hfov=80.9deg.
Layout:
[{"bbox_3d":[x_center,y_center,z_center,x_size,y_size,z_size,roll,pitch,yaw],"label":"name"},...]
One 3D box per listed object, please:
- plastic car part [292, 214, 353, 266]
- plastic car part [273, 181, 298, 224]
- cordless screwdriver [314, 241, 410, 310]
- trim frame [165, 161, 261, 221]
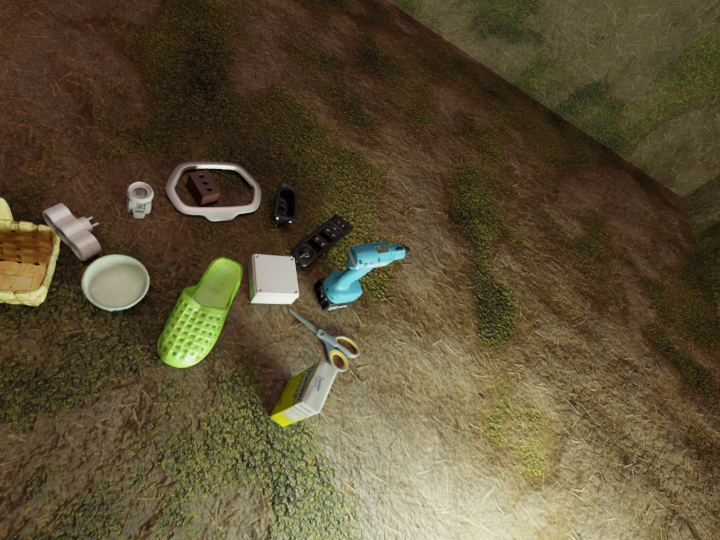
[{"bbox_3d":[-0.110,-0.072,1.128,0.067,0.067,0.199,45,50,3],"label":"plastic car part"},{"bbox_3d":[-0.209,-0.172,1.142,0.064,0.071,0.120,13,55,-22],"label":"plastic car part"},{"bbox_3d":[-0.001,0.009,1.011,0.153,0.251,0.077,-8,67,-33],"label":"cordless screwdriver"},{"bbox_3d":[-0.381,-0.211,1.109,0.239,0.028,0.190,-6,62,-30],"label":"trim frame"}]
